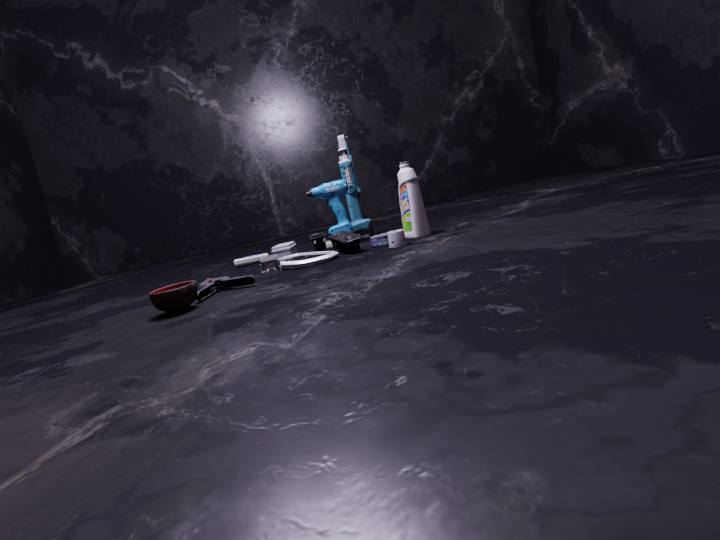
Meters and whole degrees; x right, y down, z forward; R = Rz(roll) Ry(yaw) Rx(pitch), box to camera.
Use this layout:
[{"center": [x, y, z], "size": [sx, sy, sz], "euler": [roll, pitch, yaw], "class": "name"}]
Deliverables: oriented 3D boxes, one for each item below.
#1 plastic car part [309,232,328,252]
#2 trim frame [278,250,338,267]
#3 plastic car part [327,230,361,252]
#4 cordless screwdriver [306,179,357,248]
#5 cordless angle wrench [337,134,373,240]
[{"center": [-0.153, -0.100, 1.569], "size": [0.065, 0.070, 0.119], "euler": [-14, 9, -8], "class": "plastic car part"}, {"center": [-0.186, -0.038, 1.388], "size": [0.260, 0.027, 0.178], "euler": [-4, 13, 41], "class": "trim frame"}, {"center": [-0.050, -0.095, 1.420], "size": [0.065, 0.066, 0.209], "euler": [-15, 10, -18], "class": "plastic car part"}, {"center": [-0.105, -0.208, 1.599], "size": [0.162, 0.247, 0.074], "euler": [-11, 6, 12], "class": "cordless screwdriver"}, {"center": [-0.037, -0.330, 1.691], "size": [0.098, 0.419, 0.075], "euler": [-12, 6, 2], "class": "cordless angle wrench"}]
